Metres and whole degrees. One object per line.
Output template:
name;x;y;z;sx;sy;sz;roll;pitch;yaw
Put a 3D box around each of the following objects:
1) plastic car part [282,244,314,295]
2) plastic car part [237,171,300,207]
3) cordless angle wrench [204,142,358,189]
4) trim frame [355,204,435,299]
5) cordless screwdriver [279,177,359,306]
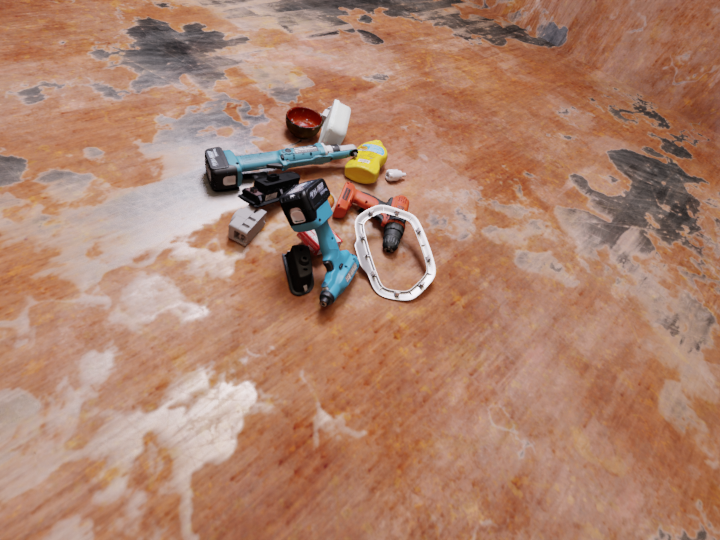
plastic car part;-0.130;-0.011;0.931;0.064;0.070;0.122;-2;49;-19
plastic car part;-0.214;-0.212;1.059;0.069;0.066;0.197;22;26;23
cordless angle wrench;-0.198;-0.300;1.138;0.412;0.073;0.102;-15;57;-21
trim frame;0.079;-0.049;1.006;0.181;0.027;0.255;-11;71;-11
cordless screwdriver;-0.087;-0.057;0.887;0.077;0.239;0.159;-9;30;31
